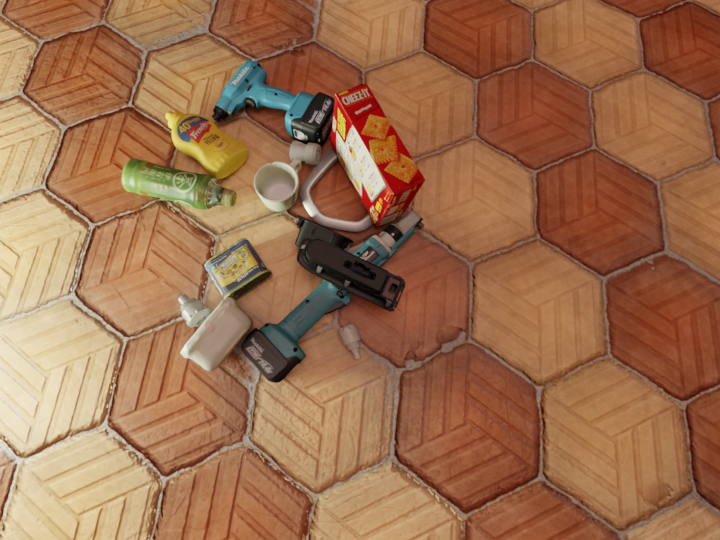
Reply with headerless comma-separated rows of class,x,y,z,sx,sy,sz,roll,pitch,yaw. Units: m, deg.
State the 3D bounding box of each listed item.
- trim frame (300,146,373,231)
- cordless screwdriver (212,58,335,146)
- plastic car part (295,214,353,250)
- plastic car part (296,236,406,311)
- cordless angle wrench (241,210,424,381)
trim frame,-0.011,-0.188,0.877,0.188,0.027,0.247,39,79,10
cordless screwdriver,-0.185,-0.341,0.901,0.255,0.072,0.159,29,76,12
plastic car part,-0.080,-0.053,0.823,0.117,0.065,0.071,28,90,3
plastic car part,-0.020,-0.001,0.741,0.206,0.066,0.066,25,77,8
cordless angle wrench,-0.035,0.027,0.790,0.100,0.073,0.420,44,76,10
